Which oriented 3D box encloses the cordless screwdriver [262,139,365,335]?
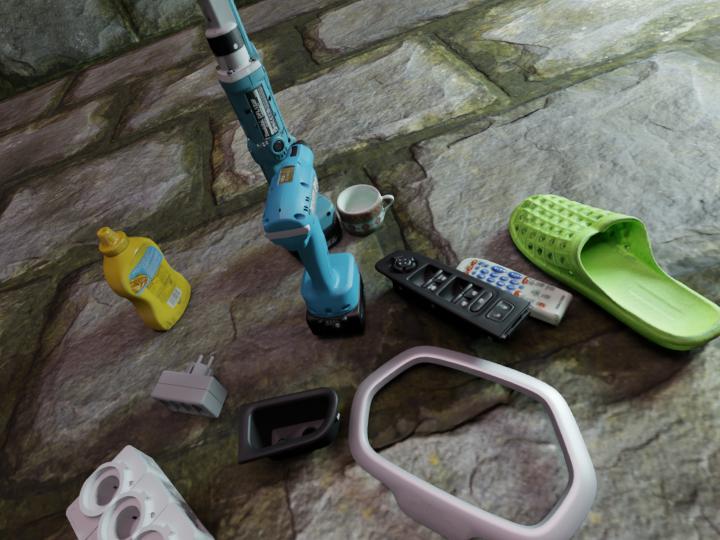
[{"bbox_3d":[-0.054,-0.035,0.548,0.076,0.237,0.164,-8,47,10],"label":"cordless screwdriver"}]

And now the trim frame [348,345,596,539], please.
[{"bbox_3d":[0.104,0.175,0.449,0.261,0.026,0.184,13,56,29],"label":"trim frame"}]

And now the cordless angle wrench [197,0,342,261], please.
[{"bbox_3d":[-0.126,-0.181,0.589,0.097,0.403,0.079,-37,48,-17],"label":"cordless angle wrench"}]

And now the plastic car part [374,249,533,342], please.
[{"bbox_3d":[0.109,0.031,0.549,0.066,0.064,0.215,-42,49,-20],"label":"plastic car part"}]

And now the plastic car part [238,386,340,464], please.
[{"bbox_3d":[-0.072,0.182,0.479,0.117,0.067,0.068,-15,46,6],"label":"plastic car part"}]
